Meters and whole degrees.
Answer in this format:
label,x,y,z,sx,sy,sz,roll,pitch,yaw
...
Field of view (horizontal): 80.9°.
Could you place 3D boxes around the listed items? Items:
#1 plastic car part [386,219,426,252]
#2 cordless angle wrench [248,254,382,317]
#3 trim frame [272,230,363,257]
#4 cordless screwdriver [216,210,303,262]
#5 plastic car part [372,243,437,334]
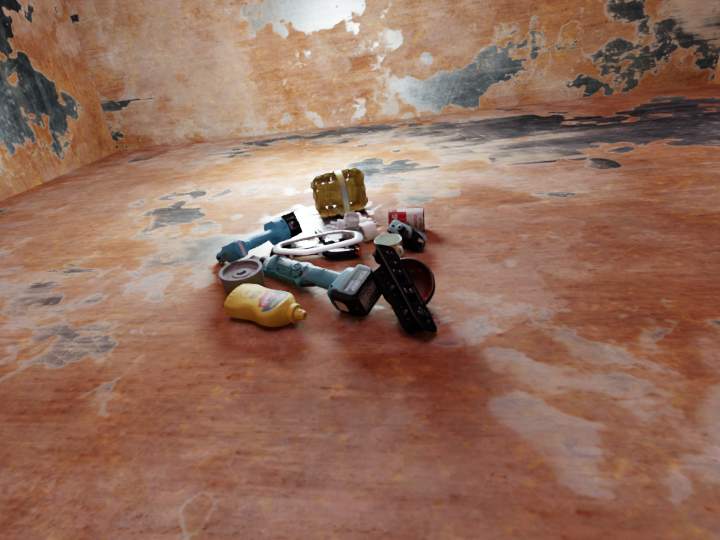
label,x,y,z,sx,sy,sz,roll,pitch,yaw
plastic car part,0.117,-0.100,1.135,0.066,0.067,0.123,-55,39,-3
cordless angle wrench,-0.143,0.009,1.025,0.446,0.071,0.097,14,55,42
trim frame,-0.107,-0.070,1.099,0.241,0.027,0.194,-18,21,-26
cordless screwdriver,-0.299,-0.089,1.237,0.242,0.073,0.165,-32,12,-38
plastic car part,0.076,0.042,0.839,0.063,0.068,0.212,17,36,-54
